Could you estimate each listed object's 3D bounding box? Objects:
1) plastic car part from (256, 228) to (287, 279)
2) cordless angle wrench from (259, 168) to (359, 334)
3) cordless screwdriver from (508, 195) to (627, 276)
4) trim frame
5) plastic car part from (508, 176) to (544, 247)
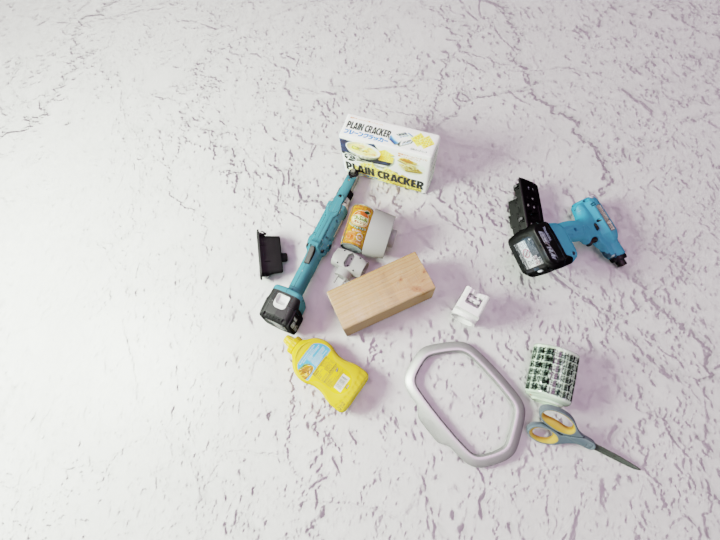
[{"bbox_3d":[-0.209,-0.035,1.001,0.070,0.065,0.119,-8,71,-11],"label":"plastic car part"},{"bbox_3d":[-0.096,-0.063,0.980,0.076,0.095,0.425,21,70,12],"label":"cordless angle wrench"},{"bbox_3d":[0.432,-0.049,0.857,0.242,0.075,0.162,-21,78,-26],"label":"cordless screwdriver"},{"bbox_3d":[0.203,0.257,0.837,0.183,0.027,0.257,-38,70,-7],"label":"trim frame"},{"bbox_3d":[0.362,-0.099,0.924,0.069,0.063,0.208,-27,58,43],"label":"plastic car part"}]
